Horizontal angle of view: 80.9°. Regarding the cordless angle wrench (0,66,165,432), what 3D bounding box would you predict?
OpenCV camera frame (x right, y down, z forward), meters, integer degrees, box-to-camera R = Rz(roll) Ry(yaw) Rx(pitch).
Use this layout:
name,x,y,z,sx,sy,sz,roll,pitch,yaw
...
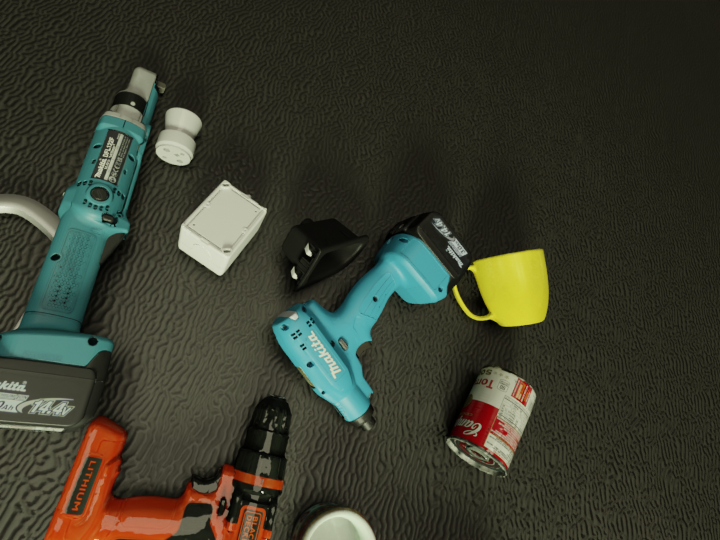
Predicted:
name,x,y,z,sx,sy,sz,roll,pitch,yaw
cordless angle wrench,-0.274,-0.065,0.441,0.093,0.076,0.434,17,57,-30

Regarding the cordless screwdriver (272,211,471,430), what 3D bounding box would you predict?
name,x,y,z,sx,sy,sz,roll,pitch,yaw
cordless screwdriver,0.033,0.051,0.502,0.245,0.076,0.157,-40,98,-23

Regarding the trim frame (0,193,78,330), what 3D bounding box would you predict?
name,x,y,z,sx,sy,sz,roll,pitch,yaw
trim frame,-0.387,0.033,0.403,0.181,0.027,0.252,20,63,-8

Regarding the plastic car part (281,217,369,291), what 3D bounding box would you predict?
name,x,y,z,sx,sy,sz,roll,pitch,yaw
plastic car part,-0.050,-0.033,0.510,0.073,0.066,0.113,42,32,13
